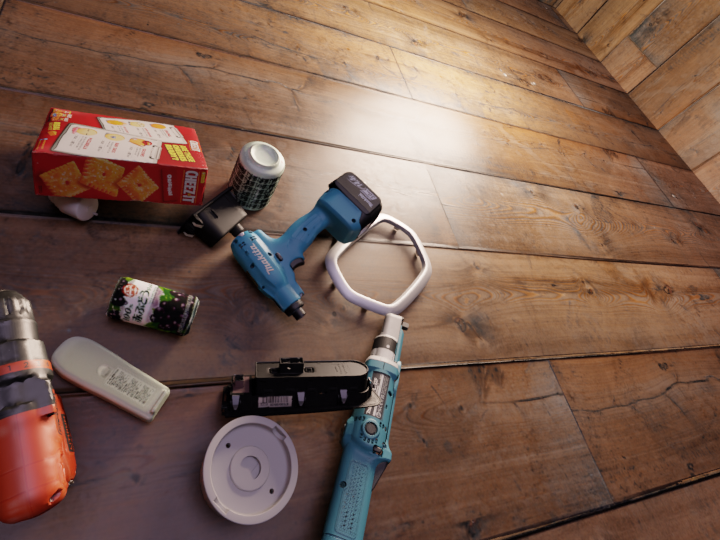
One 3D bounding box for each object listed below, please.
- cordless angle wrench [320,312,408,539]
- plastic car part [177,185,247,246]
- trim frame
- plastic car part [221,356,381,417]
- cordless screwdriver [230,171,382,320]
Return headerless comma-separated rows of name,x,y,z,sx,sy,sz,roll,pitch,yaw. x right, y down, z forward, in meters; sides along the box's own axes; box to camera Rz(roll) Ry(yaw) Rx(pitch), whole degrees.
cordless angle wrench,0.009,0.224,0.564,0.099,0.073,0.428,16,46,1
plastic car part,-0.223,-0.082,0.681,0.070,0.068,0.115,50,44,-11
trim frame,0.038,-0.018,0.786,0.186,0.027,0.244,43,51,6
plastic car part,-0.073,0.145,0.547,0.199,0.068,0.067,5,97,-11
cordless screwdriver,-0.067,-0.044,0.690,0.245,0.074,0.163,-36,78,-22
